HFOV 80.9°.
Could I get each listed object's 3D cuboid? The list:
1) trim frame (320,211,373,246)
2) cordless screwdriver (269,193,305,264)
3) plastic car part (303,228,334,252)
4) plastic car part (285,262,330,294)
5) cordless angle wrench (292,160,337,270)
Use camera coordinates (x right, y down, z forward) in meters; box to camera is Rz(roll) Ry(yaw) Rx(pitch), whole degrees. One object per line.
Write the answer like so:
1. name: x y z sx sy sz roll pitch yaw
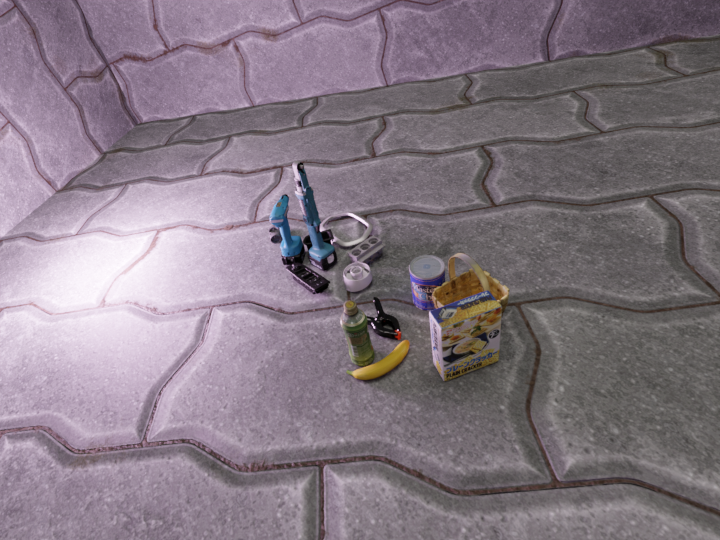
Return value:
1. trim frame: -0.061 -0.166 1.683 0.181 0.026 0.263 -32 43 -19
2. cordless screwdriver: -0.267 -0.149 1.564 0.076 0.238 0.163 -4 40 10
3. plastic car part: -0.157 -0.103 1.609 0.116 0.068 0.069 -17 39 -3
4. plastic car part: -0.184 0.030 1.467 0.065 0.064 0.215 -34 44 -23
5. cordless angle wrench: -0.167 -0.184 1.442 0.073 0.406 0.104 -37 45 -28
